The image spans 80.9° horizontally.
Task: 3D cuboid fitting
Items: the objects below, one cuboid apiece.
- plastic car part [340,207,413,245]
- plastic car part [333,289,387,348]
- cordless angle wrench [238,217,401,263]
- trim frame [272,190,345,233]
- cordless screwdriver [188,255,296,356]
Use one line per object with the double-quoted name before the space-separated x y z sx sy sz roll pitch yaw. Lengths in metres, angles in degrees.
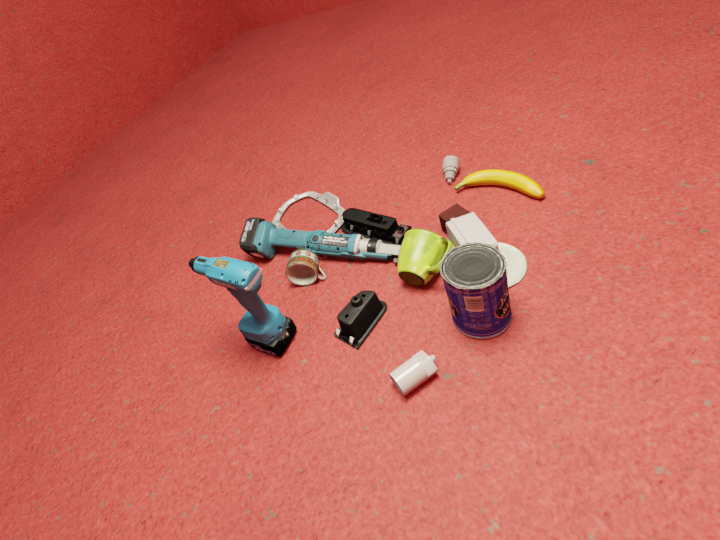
"plastic car part" 0.028 -0.109 1.017 0.214 0.063 0.066 17 63 40
"plastic car part" -0.004 0.082 0.834 0.070 0.067 0.116 22 63 38
"cordless angle wrench" -0.100 -0.066 1.025 0.441 0.070 0.099 7 73 26
"trim frame" -0.145 -0.153 1.169 0.182 0.026 0.263 -38 42 -14
"cordless screwdriver" -0.231 0.064 0.836 0.167 0.237 0.074 13 53 28
